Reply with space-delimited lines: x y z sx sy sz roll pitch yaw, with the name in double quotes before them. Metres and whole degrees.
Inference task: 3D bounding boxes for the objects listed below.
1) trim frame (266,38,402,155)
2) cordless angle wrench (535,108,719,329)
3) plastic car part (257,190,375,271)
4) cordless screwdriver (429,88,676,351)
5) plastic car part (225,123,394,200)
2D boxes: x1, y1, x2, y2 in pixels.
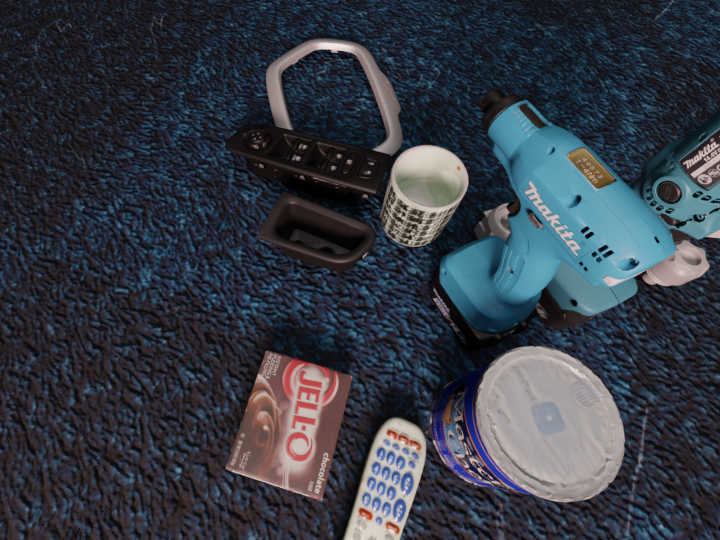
"trim frame" -0.036 -0.241 0.600 0.182 0.027 0.257 -14 65 -7
"cordless angle wrench" 0.241 -0.062 0.303 0.073 0.415 0.101 -22 70 -15
"plastic car part" -0.046 -0.030 0.474 0.119 0.069 0.066 22 66 8
"cordless screwdriver" 0.125 -0.027 0.378 0.073 0.244 0.165 -23 70 -15
"plastic car part" -0.067 -0.133 0.526 0.206 0.065 0.067 19 66 8
